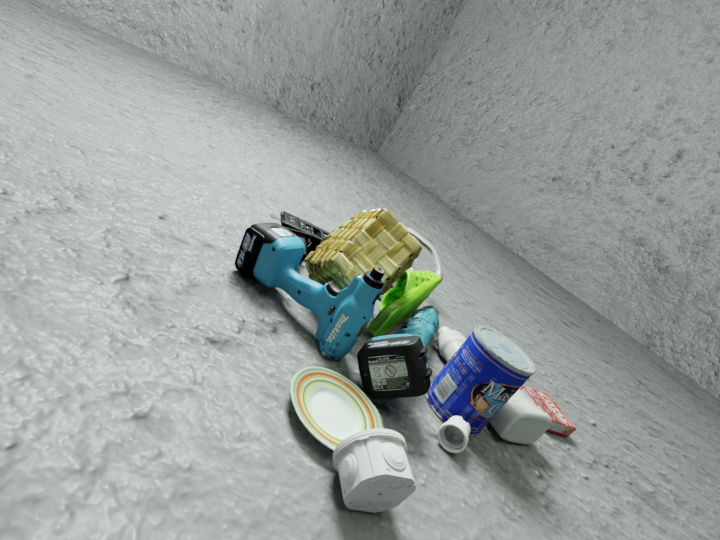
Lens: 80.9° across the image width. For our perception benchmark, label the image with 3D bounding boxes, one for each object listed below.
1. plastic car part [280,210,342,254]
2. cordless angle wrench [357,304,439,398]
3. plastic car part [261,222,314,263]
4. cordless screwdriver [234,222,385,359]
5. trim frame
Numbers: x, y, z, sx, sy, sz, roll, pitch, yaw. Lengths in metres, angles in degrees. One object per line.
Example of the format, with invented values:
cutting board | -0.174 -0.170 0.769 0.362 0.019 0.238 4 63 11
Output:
plastic car part | -0.091 -0.060 0.934 0.197 0.067 0.069 20 15 -17
cordless angle wrench | 0.102 0.115 0.771 0.101 0.074 0.412 -11 3 19
plastic car part | -0.153 -0.043 0.840 0.111 0.066 0.074 14 40 -31
cordless screwdriver | -0.082 0.004 0.672 0.260 0.158 0.071 39 23 25
trim frame | 0.100 -0.010 0.995 0.240 0.028 0.188 -22 76 -38
